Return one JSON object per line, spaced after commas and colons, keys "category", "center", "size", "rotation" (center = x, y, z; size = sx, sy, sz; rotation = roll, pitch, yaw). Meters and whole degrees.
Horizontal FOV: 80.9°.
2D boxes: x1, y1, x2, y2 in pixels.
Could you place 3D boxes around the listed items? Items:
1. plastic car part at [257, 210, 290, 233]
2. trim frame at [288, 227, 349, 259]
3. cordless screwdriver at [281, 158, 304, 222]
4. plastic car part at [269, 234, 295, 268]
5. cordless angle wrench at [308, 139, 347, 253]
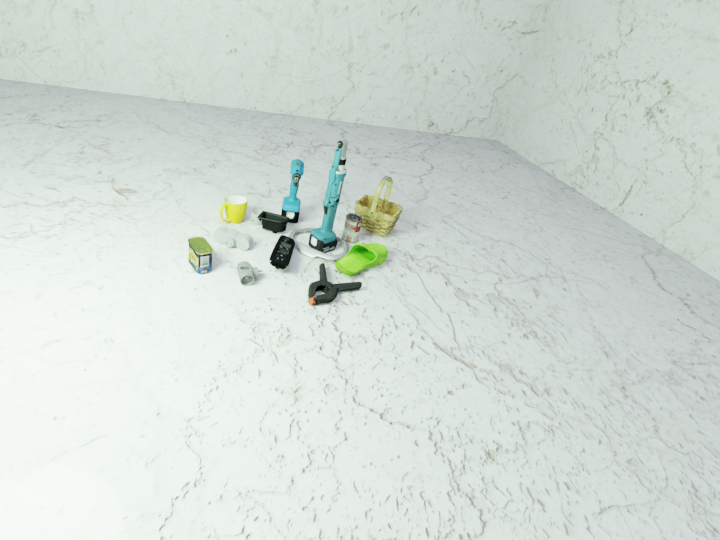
{"category": "plastic car part", "center": [-0.333, -0.178, 1.623], "size": [0.118, 0.069, 0.066], "rotation": [16, 32, 6]}
{"category": "trim frame", "center": [-0.157, -0.102, 1.603], "size": [0.258, 0.027, 0.181], "rotation": [24, 35, 19]}
{"category": "cordless screwdriver", "center": [-0.266, -0.302, 1.673], "size": [0.073, 0.244, 0.164], "rotation": [8, 32, -11]}
{"category": "plastic car part", "center": [-0.268, -0.058, 1.463], "size": [0.066, 0.066, 0.207], "rotation": [11, 32, -5]}
{"category": "cordless angle wrench", "center": [-0.101, -0.257, 1.497], "size": [0.094, 0.415, 0.078], "rotation": [-18, 45, -42]}
